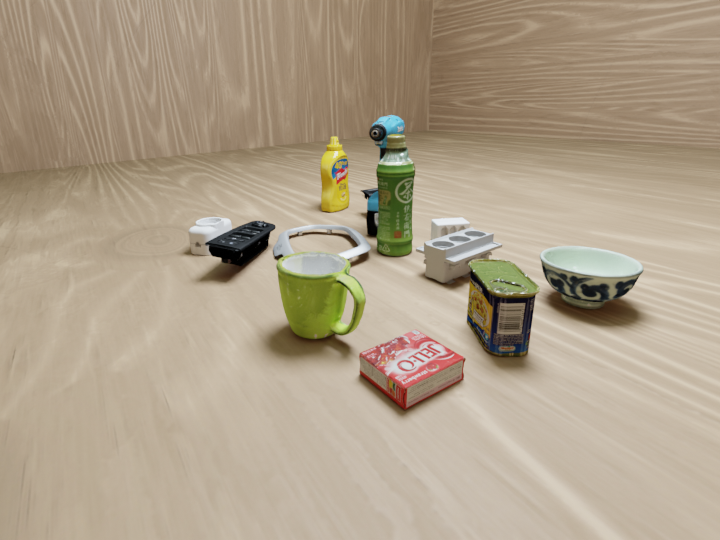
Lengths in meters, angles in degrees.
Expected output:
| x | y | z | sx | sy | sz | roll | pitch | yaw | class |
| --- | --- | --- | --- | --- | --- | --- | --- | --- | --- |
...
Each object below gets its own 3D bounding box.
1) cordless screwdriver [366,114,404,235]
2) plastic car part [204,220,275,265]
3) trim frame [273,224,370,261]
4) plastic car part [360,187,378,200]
| x | y | z | sx | sy | sz | roll | pitch | yaw | class |
| --- | --- | --- | --- | --- | --- | --- | --- | --- | --- |
| 0.051 | -0.191 | 0.879 | 0.077 | 0.243 | 0.157 | 6 | 22 | 17 | cordless screwdriver |
| -0.215 | -0.052 | 0.804 | 0.068 | 0.065 | 0.203 | 2 | 23 | 10 | plastic car part |
| -0.083 | -0.054 | 0.847 | 0.181 | 0.027 | 0.258 | -8 | 23 | -12 | trim frame |
| 0.066 | -0.173 | 1.062 | 0.114 | 0.069 | 0.069 | -7 | 22 | -13 | plastic car part |
